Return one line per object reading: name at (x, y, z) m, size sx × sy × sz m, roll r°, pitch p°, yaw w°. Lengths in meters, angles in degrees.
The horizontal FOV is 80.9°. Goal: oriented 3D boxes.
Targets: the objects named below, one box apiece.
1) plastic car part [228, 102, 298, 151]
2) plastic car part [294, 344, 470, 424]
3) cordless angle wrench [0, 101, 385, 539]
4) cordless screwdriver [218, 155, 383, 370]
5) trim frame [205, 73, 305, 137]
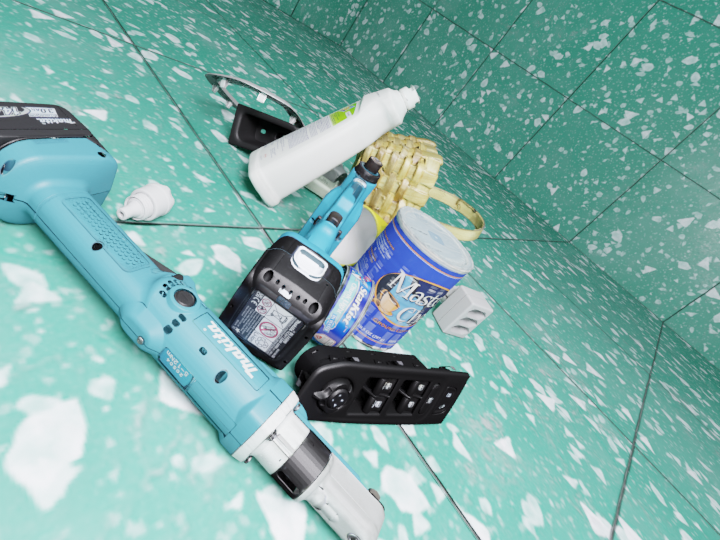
plastic car part at (-0.146, -0.222, 0.695) m, size 0.119 × 0.065 × 0.070 m, roll 22°, pitch 17°, yaw 10°
plastic car part at (0.016, 0.105, 0.406) m, size 0.192 × 0.066 × 0.071 m, roll 12°, pitch 27°, yaw -40°
cordless angle wrench at (-0.143, 0.035, 0.320) m, size 0.430 × 0.075 × 0.096 m, roll 44°, pitch 27°, yaw 9°
cordless screwdriver at (-0.043, -0.028, 0.439) m, size 0.073 × 0.160 × 0.250 m, roll 35°, pitch 29°, yaw -8°
trim frame at (-0.166, -0.271, 0.723) m, size 0.185 × 0.027 × 0.247 m, roll 23°, pitch 1°, yaw 0°
